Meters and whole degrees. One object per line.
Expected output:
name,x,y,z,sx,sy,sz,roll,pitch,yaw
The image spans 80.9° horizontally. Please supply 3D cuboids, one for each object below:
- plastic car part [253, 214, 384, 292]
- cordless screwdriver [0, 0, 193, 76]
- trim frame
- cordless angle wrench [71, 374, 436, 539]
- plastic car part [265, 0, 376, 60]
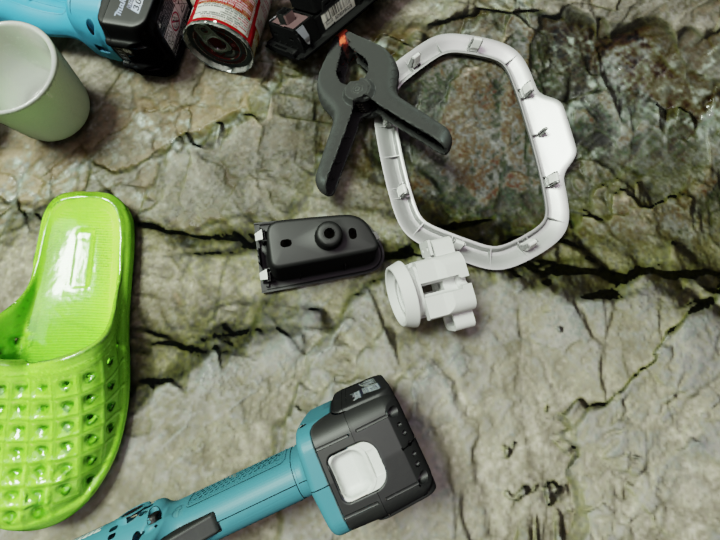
plastic car part,-0.035,-0.023,0.363,0.116,0.070,0.067,-9,82,-1
cordless screwdriver,-0.294,-0.278,0.413,0.251,0.073,0.161,7,78,4
trim frame,0.110,-0.123,0.409,0.183,0.027,0.253,-9,77,-4
cordless angle wrench,-0.157,0.203,0.310,0.422,0.097,0.075,-25,83,-2
plastic car part,-0.013,-0.294,0.420,0.201,0.064,0.070,-42,47,-13
